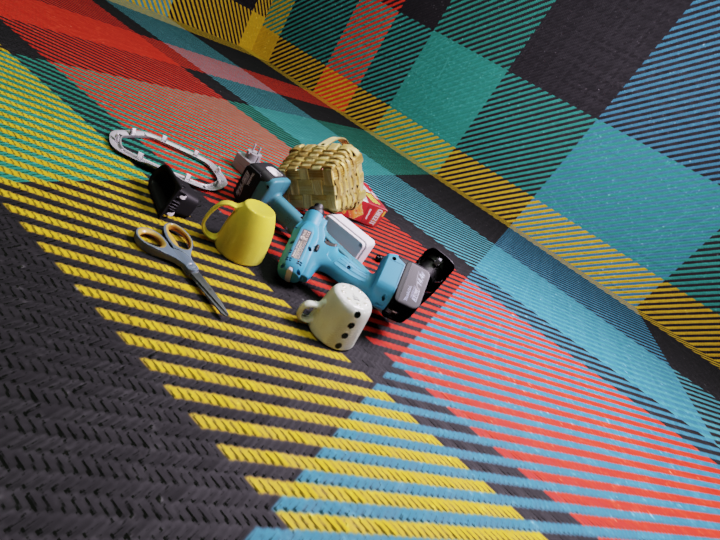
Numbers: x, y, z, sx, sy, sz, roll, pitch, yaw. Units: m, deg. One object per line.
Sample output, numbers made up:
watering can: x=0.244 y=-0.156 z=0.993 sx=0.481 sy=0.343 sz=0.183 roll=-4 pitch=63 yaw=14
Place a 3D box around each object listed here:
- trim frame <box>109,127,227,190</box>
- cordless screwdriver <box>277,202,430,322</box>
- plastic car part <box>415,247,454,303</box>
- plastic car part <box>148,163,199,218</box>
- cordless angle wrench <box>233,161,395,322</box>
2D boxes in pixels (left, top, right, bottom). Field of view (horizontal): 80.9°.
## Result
trim frame: x=-0.395 y=-0.236 z=0.887 sx=0.240 sy=0.027 sz=0.190 roll=25 pitch=25 yaw=-19
cordless screwdriver: x=-0.007 y=-0.019 z=0.745 sx=0.249 sy=0.073 sz=0.161 roll=21 pitch=60 yaw=1
plastic car part: x=0.113 y=0.020 z=0.821 sx=0.065 sy=0.202 sz=0.068 roll=-27 pitch=74 yaw=-26
plastic car part: x=-0.322 y=-0.136 z=0.745 sx=0.067 sy=0.066 sz=0.123 roll=30 pitch=15 yaw=-47
cordless angle wrench: x=-0.082 y=-0.053 z=0.835 sx=0.436 sy=0.098 sz=0.072 roll=43 pitch=27 yaw=16
